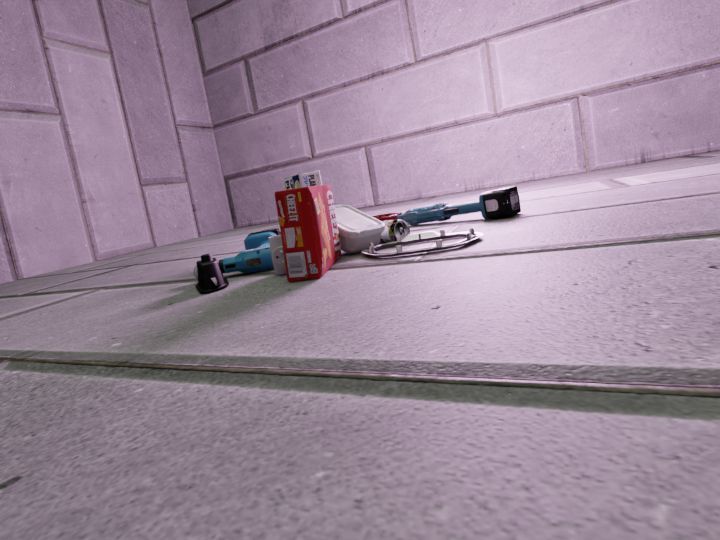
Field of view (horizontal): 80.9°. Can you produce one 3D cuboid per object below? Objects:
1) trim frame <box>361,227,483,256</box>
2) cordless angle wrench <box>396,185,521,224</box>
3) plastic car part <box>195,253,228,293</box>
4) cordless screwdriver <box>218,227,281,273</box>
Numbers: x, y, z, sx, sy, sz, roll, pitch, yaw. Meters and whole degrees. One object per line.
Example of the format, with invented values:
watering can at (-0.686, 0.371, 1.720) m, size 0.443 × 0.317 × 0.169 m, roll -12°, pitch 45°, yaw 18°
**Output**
trim frame at (0.123, -0.060, 0.878) m, size 0.254 × 0.027 × 0.182 m, roll -9°, pitch 10°, yaw 15°
cordless angle wrench at (0.240, -0.173, 1.250) m, size 0.443 × 0.074 × 0.094 m, roll -4°, pitch 11°, yaw 42°
plastic car part at (-0.302, 0.002, 0.846) m, size 0.064 × 0.070 × 0.120 m, roll -15°, pitch 8°, yaw -21°
cordless screwdriver at (-0.265, -0.043, 1.046) m, size 0.158 × 0.073 × 0.254 m, roll -11°, pitch 14°, yaw -5°
